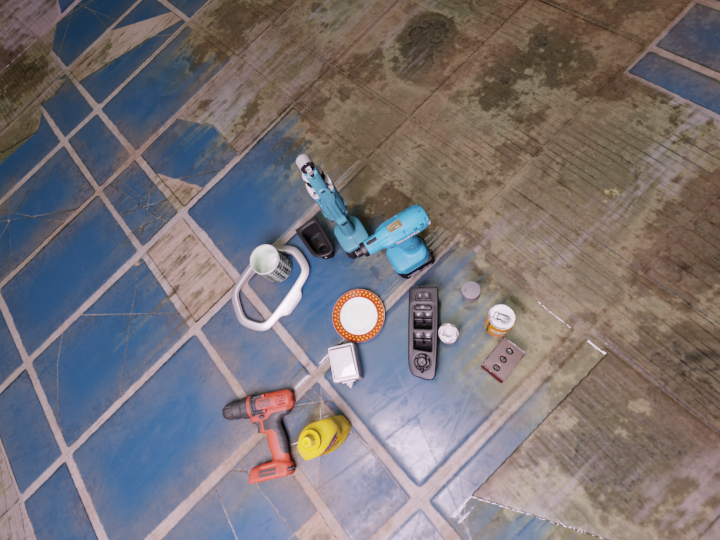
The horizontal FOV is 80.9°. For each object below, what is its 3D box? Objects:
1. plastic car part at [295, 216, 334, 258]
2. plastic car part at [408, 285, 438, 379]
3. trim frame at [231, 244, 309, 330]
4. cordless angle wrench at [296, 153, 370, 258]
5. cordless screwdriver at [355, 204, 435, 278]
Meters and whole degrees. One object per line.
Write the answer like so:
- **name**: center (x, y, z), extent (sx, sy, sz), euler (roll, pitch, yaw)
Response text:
- **plastic car part**: center (-0.108, -0.071, 1.104), extent (0.066, 0.068, 0.121), euler (-35, 66, 2)
- **plastic car part**: center (0.142, 0.140, 0.951), extent (0.068, 0.064, 0.206), euler (-1, 71, 15)
- **trim frame**: center (-0.242, 0.042, 1.129), extent (0.192, 0.026, 0.248), euler (33, 83, 25)
- **cordless angle wrench**: center (-0.058, -0.137, 0.925), extent (0.074, 0.405, 0.102), euler (-31, 68, 3)
- **cordless screwdriver**: center (0.082, -0.046, 0.940), extent (0.160, 0.238, 0.077), euler (-30, 68, 4)
